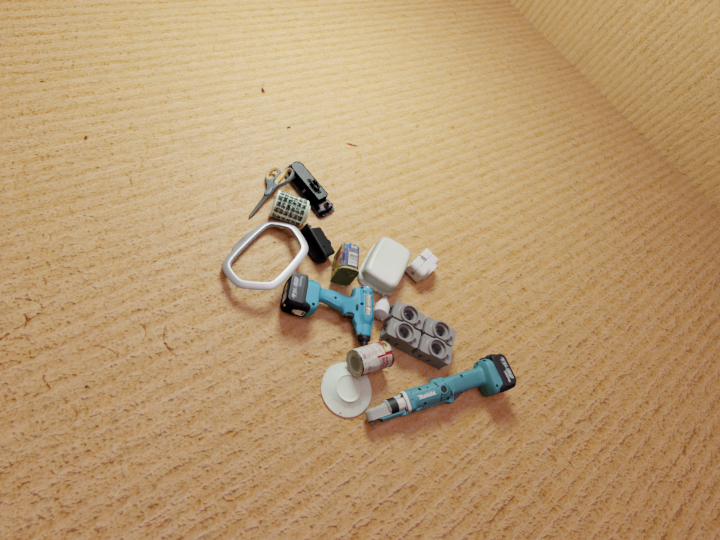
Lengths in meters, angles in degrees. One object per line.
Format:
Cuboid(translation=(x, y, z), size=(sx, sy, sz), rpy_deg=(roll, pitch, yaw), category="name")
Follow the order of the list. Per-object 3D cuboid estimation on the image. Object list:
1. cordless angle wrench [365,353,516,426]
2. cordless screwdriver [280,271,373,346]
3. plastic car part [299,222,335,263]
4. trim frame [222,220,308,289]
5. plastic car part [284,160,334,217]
Cuboid(translation=(0.200, 0.308, 1.072), size=(0.411, 0.074, 0.101), rpy_deg=(-11, 66, -22), category="cordless angle wrench")
Cuboid(translation=(-0.080, 0.101, 1.091), size=(0.241, 0.075, 0.163), rpy_deg=(13, 58, -18), category="cordless screwdriver")
Cuboid(translation=(-0.117, -0.076, 1.193), size=(0.069, 0.067, 0.119), rpy_deg=(-25, 76, -46), category="plastic car part")
Cuboid(translation=(-0.248, -0.043, 1.114), size=(0.190, 0.027, 0.247), rpy_deg=(27, 56, 15), category="trim frame")
Cuboid(translation=(-0.158, -0.256, 1.281), size=(0.065, 0.066, 0.209), rpy_deg=(-34, 74, -26), category="plastic car part")
